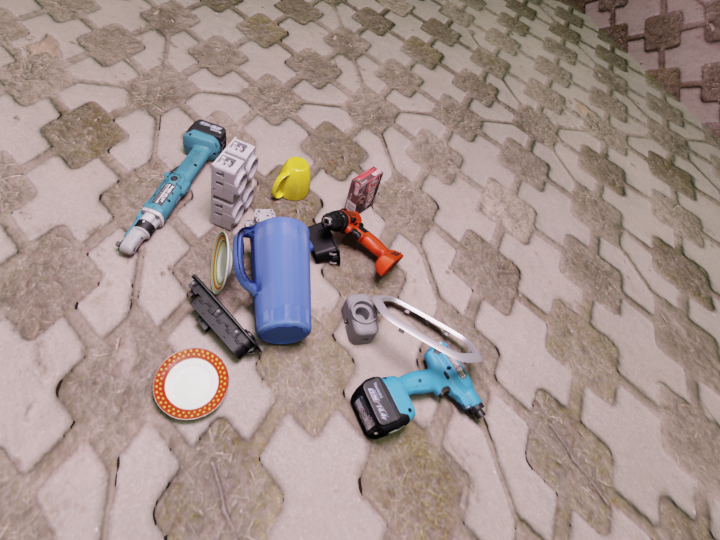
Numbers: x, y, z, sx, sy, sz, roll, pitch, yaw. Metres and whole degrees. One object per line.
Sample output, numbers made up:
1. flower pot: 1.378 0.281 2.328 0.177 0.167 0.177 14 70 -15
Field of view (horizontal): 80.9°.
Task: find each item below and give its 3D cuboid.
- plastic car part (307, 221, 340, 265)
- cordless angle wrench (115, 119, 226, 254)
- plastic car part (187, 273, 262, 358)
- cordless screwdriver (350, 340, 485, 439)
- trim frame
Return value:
1. plastic car part: -0.098 -0.064 1.000 0.070 0.064 0.122 -20 57 -13
2. cordless angle wrench: -0.442 -0.202 1.006 0.098 0.073 0.429 18 53 -3
3. plastic car part: -0.274 0.097 0.823 0.209 0.065 0.066 39 63 15
4. cordless screwdriver: 0.116 0.246 0.806 0.240 0.074 0.166 -17 60 -30
5. trim frame: 0.133 0.118 0.870 0.256 0.027 0.180 27 15 13
